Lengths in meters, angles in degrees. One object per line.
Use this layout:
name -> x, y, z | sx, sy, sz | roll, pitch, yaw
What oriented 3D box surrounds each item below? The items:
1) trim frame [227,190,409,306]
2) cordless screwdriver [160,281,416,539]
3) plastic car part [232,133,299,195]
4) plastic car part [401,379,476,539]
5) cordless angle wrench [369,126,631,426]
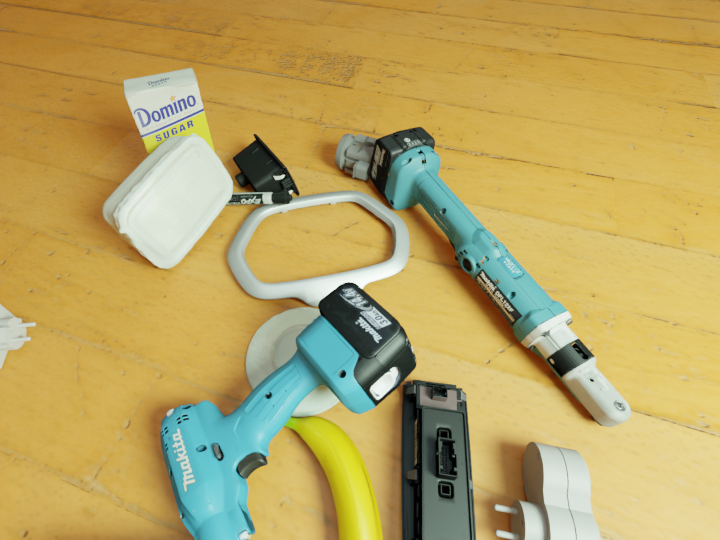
trim frame -> -0.056, -0.037, 0.577 | 0.245, 0.027, 0.192 | -11, 52, -8
cordless screwdriver -> -0.057, 0.135, 0.382 | 0.247, 0.070, 0.168 | -37, 49, -7
plastic car part -> -0.156, -0.151, 0.652 | 0.070, 0.063, 0.123 | -38, 57, -9
plastic car part -> 0.074, 0.194, 0.377 | 0.066, 0.066, 0.207 | 9, 56, -3
cordless angle wrench -> 0.149, -0.016, 0.517 | 0.073, 0.095, 0.443 | -20, 58, -20
